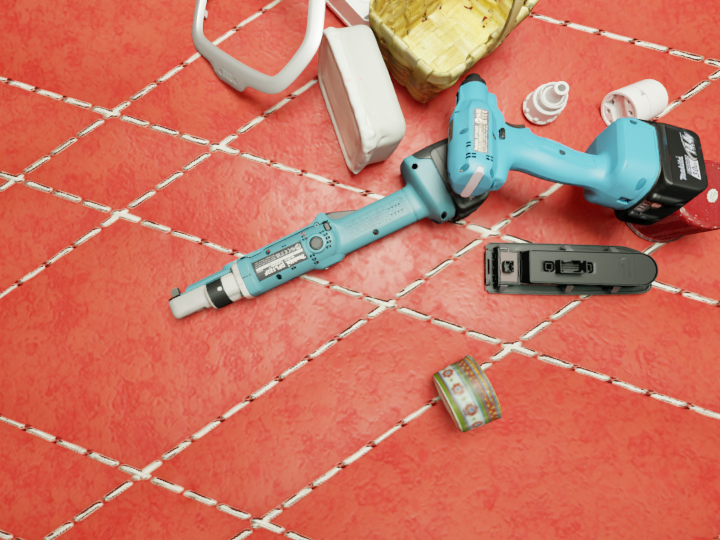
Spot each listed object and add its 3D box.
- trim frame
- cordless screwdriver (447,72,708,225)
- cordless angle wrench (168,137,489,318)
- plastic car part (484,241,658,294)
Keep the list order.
[{"bbox_3d":[-0.140,-0.332,0.554,0.260,0.026,0.184,38,108,25],"label":"trim frame"},{"bbox_3d":[0.223,-0.142,0.470,0.250,0.073,0.162,9,64,1],"label":"cordless screwdriver"},{"bbox_3d":[-0.053,-0.035,0.542,0.424,0.073,0.099,-25,84,3],"label":"cordless angle wrench"},{"bbox_3d":[0.265,-0.005,0.523,0.203,0.066,0.067,2,78,1],"label":"plastic car part"}]
